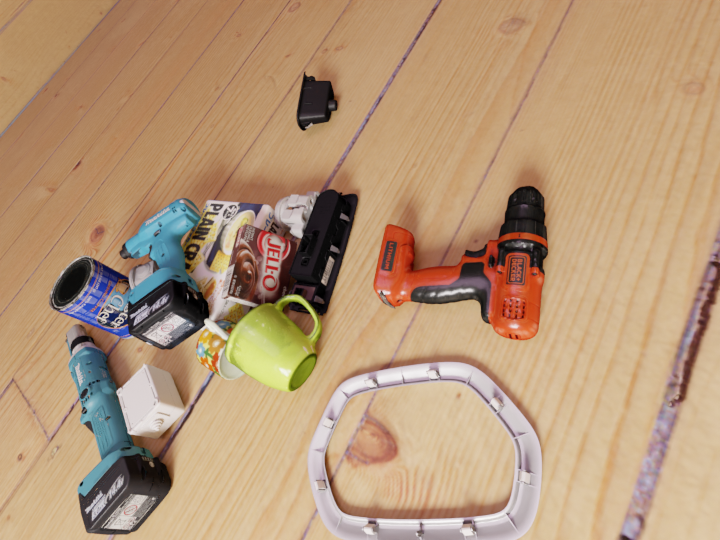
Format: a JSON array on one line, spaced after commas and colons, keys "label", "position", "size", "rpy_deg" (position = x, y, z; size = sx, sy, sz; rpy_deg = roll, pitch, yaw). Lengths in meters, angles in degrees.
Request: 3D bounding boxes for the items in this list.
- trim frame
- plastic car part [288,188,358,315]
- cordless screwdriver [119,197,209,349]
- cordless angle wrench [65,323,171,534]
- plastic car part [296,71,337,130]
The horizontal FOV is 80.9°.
[{"label": "trim frame", "position": [0.052, 0.191, 0.440], "size": [0.255, 0.026, 0.189], "rpy_deg": [-14, 57, 21]}, {"label": "plastic car part", "position": [-0.062, -0.040, 0.629], "size": [0.069, 0.063, 0.205], "rpy_deg": [-1, 59, 38]}, {"label": "cordless screwdriver", "position": [-0.320, 0.005, 0.661], "size": [0.161, 0.070, 0.261], "rpy_deg": [-31, 48, 10]}, {"label": "cordless angle wrench", "position": [-0.427, 0.210, 0.687], "size": [0.098, 0.070, 0.448], "rpy_deg": [-50, 48, -6]}, {"label": "plastic car part", "position": [-0.079, -0.321, 0.814], "size": [0.072, 0.063, 0.119], "rpy_deg": [-3, 63, 12]}]
